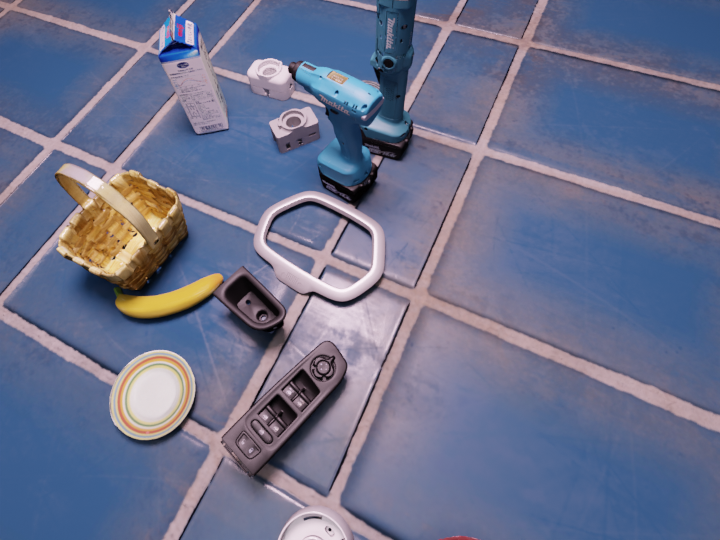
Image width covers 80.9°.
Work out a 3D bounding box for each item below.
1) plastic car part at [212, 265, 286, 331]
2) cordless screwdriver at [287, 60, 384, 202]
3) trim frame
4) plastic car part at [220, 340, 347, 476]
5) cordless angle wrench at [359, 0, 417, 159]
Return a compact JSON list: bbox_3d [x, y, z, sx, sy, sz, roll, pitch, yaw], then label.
[{"bbox_3d":[-0.167,0.060,0.675,0.121,0.069,0.065,38,72,20],"label":"plastic car part"},{"bbox_3d":[-0.043,-0.231,0.713,0.165,0.241,0.074,35,70,16],"label":"cordless screwdriver"},{"bbox_3d":[-0.073,-0.048,0.744,0.257,0.027,0.184,29,70,18],"label":"trim frame"},{"bbox_3d":[-0.097,0.191,0.605,0.069,0.065,0.201,40,73,19],"label":"plastic car part"},{"bbox_3d":[0.050,-0.342,0.666,0.100,0.411,0.075,20,67,9],"label":"cordless angle wrench"}]
